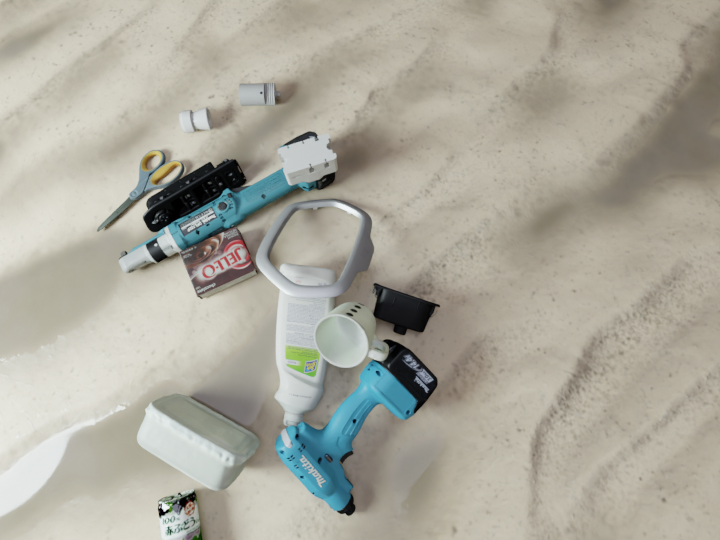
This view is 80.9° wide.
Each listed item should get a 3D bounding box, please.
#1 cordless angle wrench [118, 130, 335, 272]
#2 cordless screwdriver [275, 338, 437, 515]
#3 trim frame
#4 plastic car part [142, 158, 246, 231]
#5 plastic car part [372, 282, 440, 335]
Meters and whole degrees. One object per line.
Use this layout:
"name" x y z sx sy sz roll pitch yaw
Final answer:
"cordless angle wrench" -0.244 -0.110 0.773 0.421 0.073 0.101 -31 76 -6
"cordless screwdriver" 0.011 0.236 0.641 0.247 0.076 0.156 -41 100 -12
"trim frame" -0.070 -0.046 0.719 0.188 0.027 0.251 11 45 9
"plastic car part" -0.319 -0.149 0.790 0.201 0.064 0.070 -37 67 -10
"plastic car part" 0.069 0.070 0.711 0.118 0.065 0.071 22 89 4
